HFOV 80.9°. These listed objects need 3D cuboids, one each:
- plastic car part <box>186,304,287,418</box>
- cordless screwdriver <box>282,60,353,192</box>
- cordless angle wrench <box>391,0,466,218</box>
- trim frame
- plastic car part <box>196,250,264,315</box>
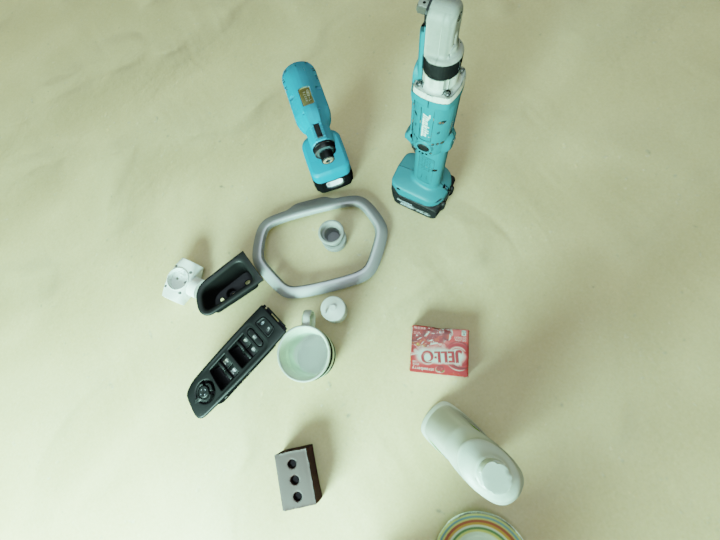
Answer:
[{"bbox_3d":[-0.204,0.153,0.702,0.068,0.065,0.202,42,84,16],"label":"plastic car part"},{"bbox_3d":[-0.060,-0.197,0.687,0.074,0.242,0.163,-19,74,1],"label":"cordless screwdriver"},{"bbox_3d":[0.094,-0.186,0.567,0.101,0.411,0.074,28,80,11],"label":"cordless angle wrench"},{"bbox_3d":[-0.074,-0.049,0.758,0.250,0.027,0.189,-15,72,5],"label":"trim frame"},{"bbox_3d":[-0.226,0.032,0.739,0.116,0.069,0.068,-37,74,-3],"label":"plastic car part"}]
